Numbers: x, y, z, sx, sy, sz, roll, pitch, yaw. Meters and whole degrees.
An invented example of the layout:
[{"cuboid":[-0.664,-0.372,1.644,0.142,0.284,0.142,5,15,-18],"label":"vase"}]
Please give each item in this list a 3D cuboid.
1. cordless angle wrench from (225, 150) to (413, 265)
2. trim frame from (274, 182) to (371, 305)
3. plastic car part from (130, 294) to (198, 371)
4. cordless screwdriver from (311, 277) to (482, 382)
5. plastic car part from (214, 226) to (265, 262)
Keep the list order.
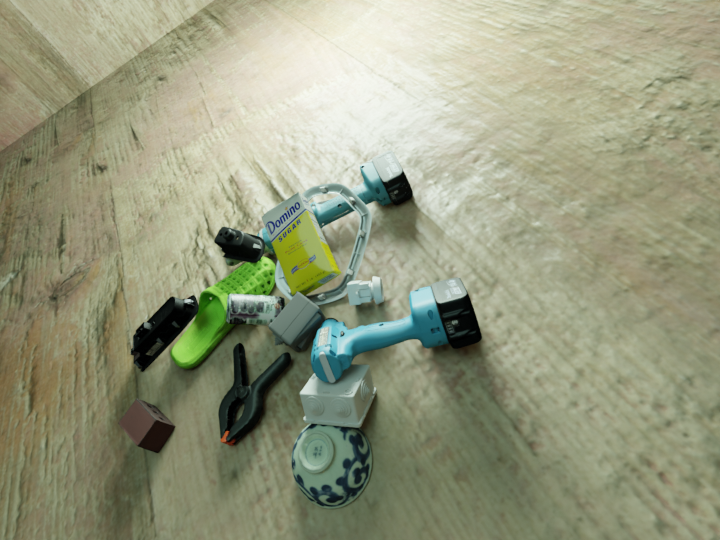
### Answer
[{"cuboid":[-0.104,-0.107,0.885,0.428,0.070,0.102,-25,50,11],"label":"cordless angle wrench"},{"cuboid":[-0.079,-0.052,0.810,0.192,0.026,0.249,16,86,26],"label":"trim frame"},{"cuboid":[-0.402,0.115,0.848,0.205,0.063,0.069,-39,39,15],"label":"plastic car part"},{"cuboid":[0.045,0.083,0.655,0.251,0.073,0.161,-19,16,7],"label":"cordless screwdriver"},{"cuboid":[-0.255,-0.060,0.866,0.123,0.067,0.066,11,71,42],"label":"plastic car part"}]
